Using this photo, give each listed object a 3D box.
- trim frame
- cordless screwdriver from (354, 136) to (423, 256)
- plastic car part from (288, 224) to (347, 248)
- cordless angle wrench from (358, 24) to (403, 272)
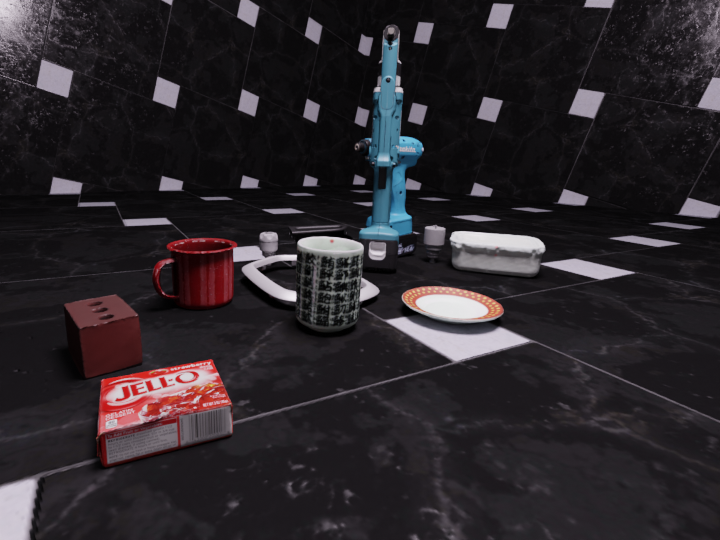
[{"bbox_3d":[-0.082,0.012,0.670,0.177,0.027,0.262,-8,18,-32],"label":"trim frame"},{"bbox_3d":[0.051,-0.152,0.880,0.153,0.245,0.078,-6,15,-34],"label":"cordless screwdriver"},{"bbox_3d":[-0.081,-0.053,0.832,0.114,0.070,0.068,-1,14,-12],"label":"plastic car part"},{"bbox_3d":[0.043,-0.210,0.762,0.075,0.418,0.098,4,12,7],"label":"cordless angle wrench"}]
